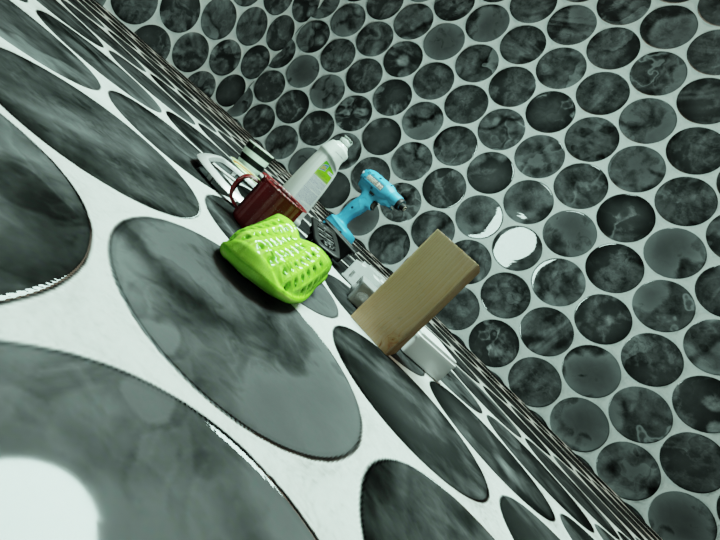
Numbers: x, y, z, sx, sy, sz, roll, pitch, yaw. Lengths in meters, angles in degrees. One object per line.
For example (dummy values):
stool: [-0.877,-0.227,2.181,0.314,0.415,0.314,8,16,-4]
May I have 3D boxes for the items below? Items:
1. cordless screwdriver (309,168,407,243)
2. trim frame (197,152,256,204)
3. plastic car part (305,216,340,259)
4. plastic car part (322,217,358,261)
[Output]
cordless screwdriver: [-0.006,-0.137,1.119,0.167,0.249,0.070,48,7,30]
trim frame: [-0.233,-0.160,0.817,0.180,0.027,0.253,42,6,-13]
plastic car part: [-0.086,-0.056,0.883,0.064,0.067,0.209,42,6,-19]
plastic car part: [-0.070,-0.066,1.052,0.118,0.071,0.065,44,6,6]
